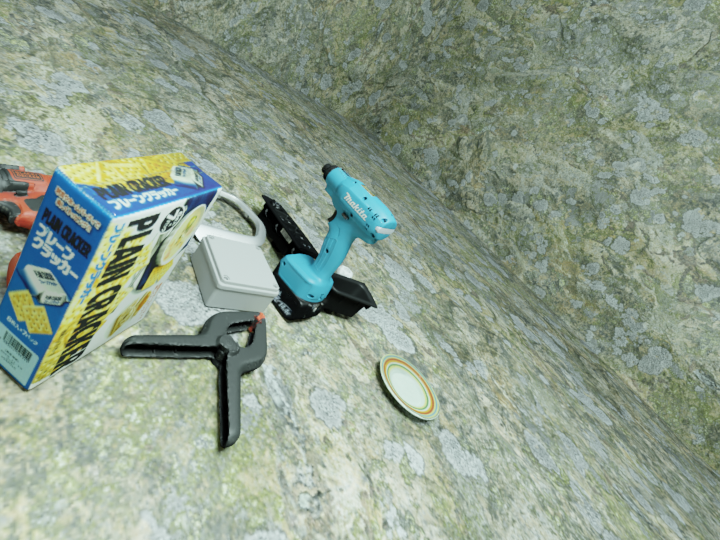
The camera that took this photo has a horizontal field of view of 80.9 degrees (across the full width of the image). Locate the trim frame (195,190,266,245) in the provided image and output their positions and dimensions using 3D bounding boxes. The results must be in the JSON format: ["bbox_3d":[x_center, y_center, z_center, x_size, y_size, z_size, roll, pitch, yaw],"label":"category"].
[{"bbox_3d":[-0.287,-0.112,0.799,0.235,0.027,0.194,17,30,-41],"label":"trim frame"}]

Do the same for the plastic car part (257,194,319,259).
[{"bbox_3d":[-0.160,-0.082,0.878,0.063,0.067,0.213,13,33,-46],"label":"plastic car part"}]

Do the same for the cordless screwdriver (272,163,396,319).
[{"bbox_3d":[-0.069,-0.045,0.704,0.166,0.250,0.071,51,25,25],"label":"cordless screwdriver"}]

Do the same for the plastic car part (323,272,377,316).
[{"bbox_3d":[-0.037,0.053,0.796,0.110,0.071,0.069,19,30,-39],"label":"plastic car part"}]
